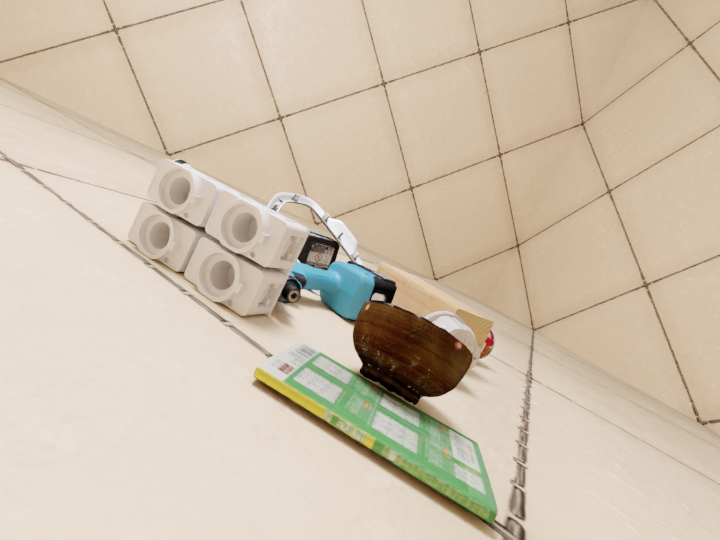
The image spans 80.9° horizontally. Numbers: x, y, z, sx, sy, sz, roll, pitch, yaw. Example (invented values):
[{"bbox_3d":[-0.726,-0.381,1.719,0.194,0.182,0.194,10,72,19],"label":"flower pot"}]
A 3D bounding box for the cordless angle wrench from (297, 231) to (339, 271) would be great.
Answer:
[{"bbox_3d":[-0.200,-0.093,0.983,0.093,0.074,0.447,13,9,-37],"label":"cordless angle wrench"}]

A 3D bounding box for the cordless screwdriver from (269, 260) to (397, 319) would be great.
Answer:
[{"bbox_3d":[-0.050,0.022,0.587,0.236,0.074,0.168,17,8,-39],"label":"cordless screwdriver"}]

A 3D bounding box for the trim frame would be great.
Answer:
[{"bbox_3d":[-0.075,-0.049,0.766,0.255,0.028,0.178,51,36,14],"label":"trim frame"}]
